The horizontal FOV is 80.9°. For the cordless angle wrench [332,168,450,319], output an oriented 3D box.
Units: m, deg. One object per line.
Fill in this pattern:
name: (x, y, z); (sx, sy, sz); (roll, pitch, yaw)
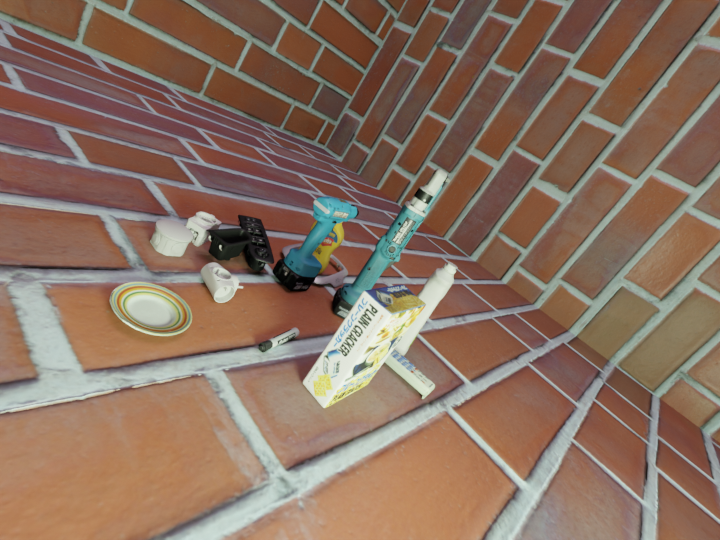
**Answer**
cordless angle wrench: (0.073, -0.057, 1.010); (0.096, 0.422, 0.076); (29, 19, -11)

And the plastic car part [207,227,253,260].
plastic car part: (-0.305, -0.055, 0.979); (0.068, 0.071, 0.113); (38, 20, 16)

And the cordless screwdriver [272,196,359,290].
cordless screwdriver: (-0.102, -0.067, 1.040); (0.078, 0.248, 0.152); (42, 21, 24)

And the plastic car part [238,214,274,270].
plastic car part: (-0.271, -0.066, 1.065); (0.063, 0.067, 0.214); (18, 23, -36)

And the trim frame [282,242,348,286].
trim frame: (-0.128, -0.019, 1.224); (0.190, 0.027, 0.241); (36, 19, 15)
